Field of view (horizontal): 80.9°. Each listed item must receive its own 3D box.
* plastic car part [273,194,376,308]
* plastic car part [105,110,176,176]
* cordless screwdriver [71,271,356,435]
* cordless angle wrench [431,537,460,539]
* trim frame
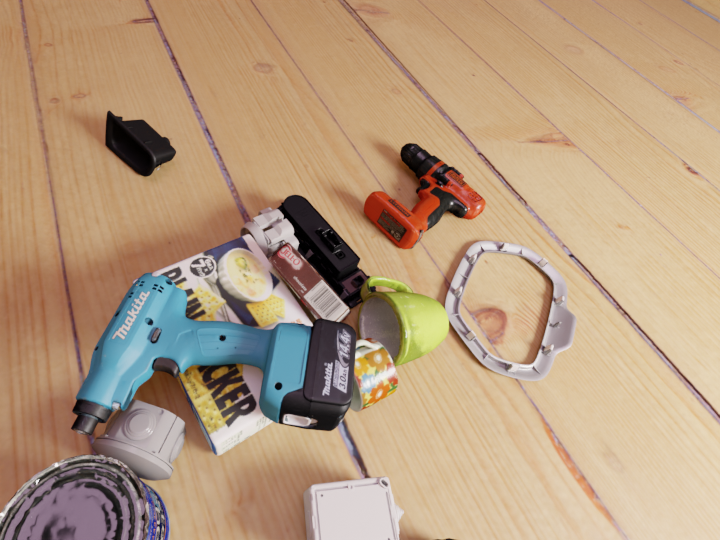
[{"bbox_3d":[-0.060,-0.040,0.619,0.065,0.065,0.212,-33,64,-23],"label":"plastic car part"},{"bbox_3d":[-0.345,-0.202,0.680,0.119,0.066,0.070,38,41,10],"label":"plastic car part"},{"bbox_3d":[-0.134,0.101,0.410,0.249,0.073,0.162,13,53,1],"label":"cordless screwdriver"},{"bbox_3d":[-0.085,0.324,0.346,0.414,0.073,0.102,-6,57,-13],"label":"cordless angle wrench"},{"bbox_3d":[0.229,0.046,0.636,0.188,0.027,0.247,30,52,8],"label":"trim frame"}]
